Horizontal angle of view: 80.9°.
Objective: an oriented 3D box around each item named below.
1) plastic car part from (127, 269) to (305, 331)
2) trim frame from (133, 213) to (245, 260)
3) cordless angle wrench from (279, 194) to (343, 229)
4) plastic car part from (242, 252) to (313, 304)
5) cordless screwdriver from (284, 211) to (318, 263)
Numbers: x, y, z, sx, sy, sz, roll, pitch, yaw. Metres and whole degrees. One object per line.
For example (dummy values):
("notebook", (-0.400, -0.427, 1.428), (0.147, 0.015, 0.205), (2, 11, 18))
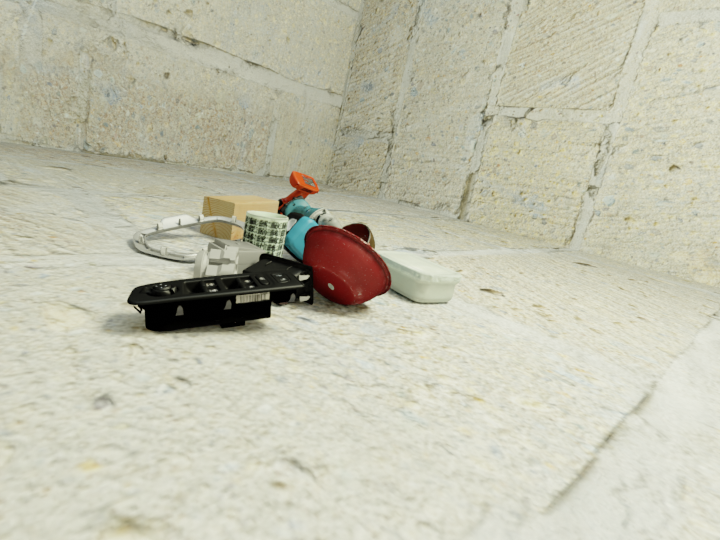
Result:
("plastic car part", (-0.175, 0.037, 0.517), (0.195, 0.066, 0.070), (-1, 24, -26))
("trim frame", (-0.323, -0.073, 0.842), (0.194, 0.027, 0.240), (26, 33, 33))
("cordless angle wrench", (-0.118, -0.126, 1.032), (0.074, 0.095, 0.437), (-36, 19, -9))
("plastic car part", (-0.137, 0.018, 0.659), (0.122, 0.064, 0.069), (16, 28, 31))
("cordless screwdriver", (-0.078, -0.051, 0.799), (0.263, 0.074, 0.150), (27, -17, 46))
